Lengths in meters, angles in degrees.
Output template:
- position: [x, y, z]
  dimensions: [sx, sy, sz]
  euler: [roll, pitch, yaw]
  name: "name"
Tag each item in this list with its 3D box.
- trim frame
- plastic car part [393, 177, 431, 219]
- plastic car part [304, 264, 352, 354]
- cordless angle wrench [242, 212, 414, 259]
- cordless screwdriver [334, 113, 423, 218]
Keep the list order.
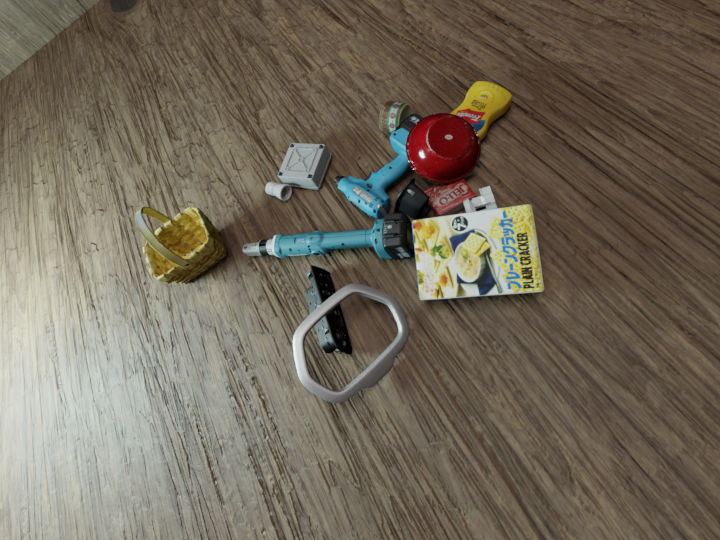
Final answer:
- position: [-0.018, 0.137, 0.825]
  dimensions: [0.246, 0.027, 0.187]
  euler: [-41, 81, -18]
  name: "trim frame"
- position: [0.117, -0.144, 0.906]
  dimensions: [0.072, 0.115, 0.066]
  euler: [41, 85, 6]
  name: "plastic car part"
- position: [-0.077, 0.090, 0.900]
  dimensions: [0.068, 0.063, 0.212]
  euler: [-34, 58, 16]
  name: "plastic car part"
- position: [-0.094, -0.062, 0.965]
  dimensions: [0.439, 0.093, 0.075]
  euler: [-3, 69, 25]
  name: "cordless angle wrench"
- position: [0.060, -0.254, 0.996]
  dimensions: [0.168, 0.070, 0.248]
  euler: [40, 89, 31]
  name: "cordless screwdriver"
